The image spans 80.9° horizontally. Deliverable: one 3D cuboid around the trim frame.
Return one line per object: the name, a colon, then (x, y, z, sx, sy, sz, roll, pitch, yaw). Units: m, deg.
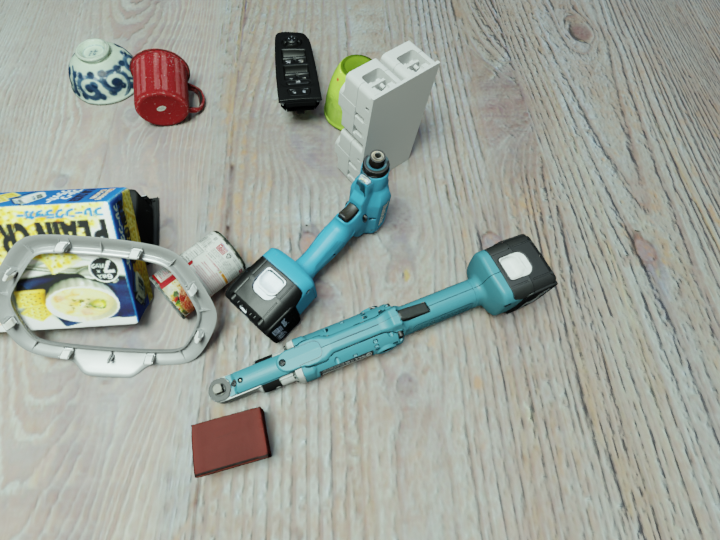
trim frame: (-0.291, 0.046, 0.483, 0.245, 0.181, 0.028, 6, 27, -9)

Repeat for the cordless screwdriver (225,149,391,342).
cordless screwdriver: (-0.051, -0.033, 0.519, 0.076, 0.156, 0.247, 39, 71, 12)

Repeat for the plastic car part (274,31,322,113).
plastic car part: (-0.106, -0.329, 0.708, 0.066, 0.065, 0.210, -10, 61, -1)

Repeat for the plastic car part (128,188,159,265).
plastic car part: (-0.316, -0.064, 0.576, 0.065, 0.069, 0.121, -11, 63, -9)

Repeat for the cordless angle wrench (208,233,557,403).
cordless angle wrench: (0.022, 0.071, 0.514, 0.420, 0.095, 0.077, -21, 69, -6)
